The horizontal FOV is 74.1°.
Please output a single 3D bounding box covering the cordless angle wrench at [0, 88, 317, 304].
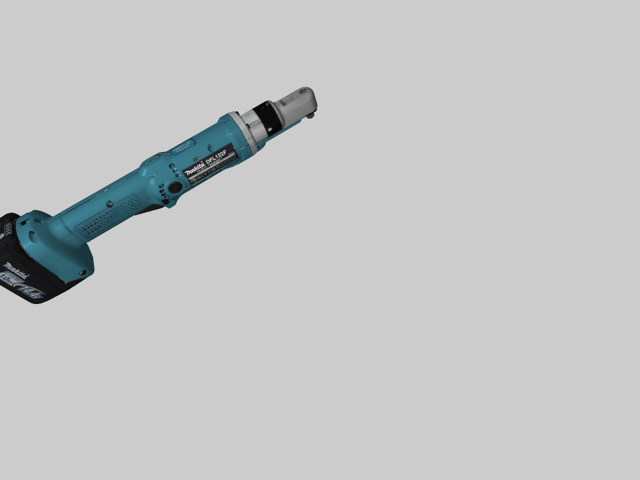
[{"bbox_3d":[-0.186,-0.076,0.520,0.422,0.074,0.098,-32,-37,-7],"label":"cordless angle wrench"}]
